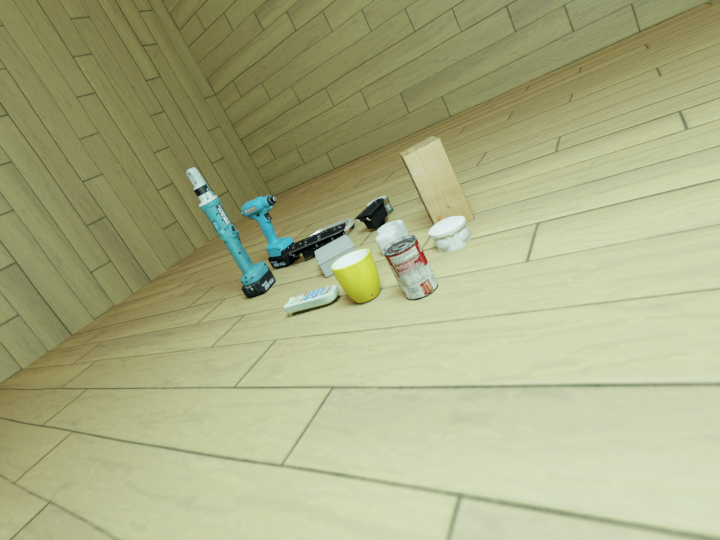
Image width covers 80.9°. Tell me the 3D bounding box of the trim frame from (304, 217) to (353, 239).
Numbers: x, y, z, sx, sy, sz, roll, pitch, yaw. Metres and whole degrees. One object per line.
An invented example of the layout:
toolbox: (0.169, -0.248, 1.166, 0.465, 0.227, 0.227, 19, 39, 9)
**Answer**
trim frame: (-0.124, -0.122, 1.485, 0.258, 0.027, 0.182, -14, 24, 37)

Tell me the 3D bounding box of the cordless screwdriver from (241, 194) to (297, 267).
cordless screwdriver: (-0.286, -0.133, 1.411, 0.165, 0.243, 0.073, -14, 20, 42)

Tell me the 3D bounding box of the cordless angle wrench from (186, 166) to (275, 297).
cordless angle wrench: (-0.398, -0.115, 1.265, 0.076, 0.413, 0.097, -21, 16, 27)

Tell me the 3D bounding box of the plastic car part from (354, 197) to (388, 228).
plastic car part: (0.048, -0.168, 1.297, 0.069, 0.069, 0.115, -10, 25, 47)

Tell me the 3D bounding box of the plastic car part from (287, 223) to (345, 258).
plastic car part: (-0.132, -0.086, 1.348, 0.205, 0.065, 0.067, -26, 17, 8)
